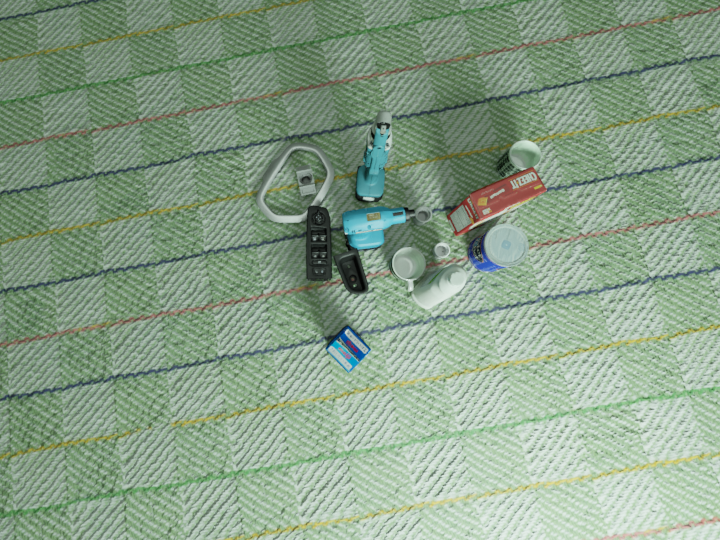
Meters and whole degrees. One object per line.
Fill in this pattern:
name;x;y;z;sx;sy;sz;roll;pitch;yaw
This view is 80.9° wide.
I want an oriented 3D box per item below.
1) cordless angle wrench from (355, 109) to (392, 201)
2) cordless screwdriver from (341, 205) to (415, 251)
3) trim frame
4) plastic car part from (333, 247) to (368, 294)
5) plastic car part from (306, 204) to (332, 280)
cordless angle wrench;0.034;-0.256;0.965;0.074;0.419;0.098;6;83;-2
cordless screwdriver;0.035;-0.104;1.026;0.159;0.246;0.075;-8;84;-2
trim frame;-0.182;-0.243;1.171;0.187;0.027;0.248;29;83;7
plastic car part;-0.022;0.011;1.098;0.066;0.070;0.118;-19;81;-3
plastic car part;-0.109;-0.072;1.119;0.066;0.066;0.205;-2;81;0
